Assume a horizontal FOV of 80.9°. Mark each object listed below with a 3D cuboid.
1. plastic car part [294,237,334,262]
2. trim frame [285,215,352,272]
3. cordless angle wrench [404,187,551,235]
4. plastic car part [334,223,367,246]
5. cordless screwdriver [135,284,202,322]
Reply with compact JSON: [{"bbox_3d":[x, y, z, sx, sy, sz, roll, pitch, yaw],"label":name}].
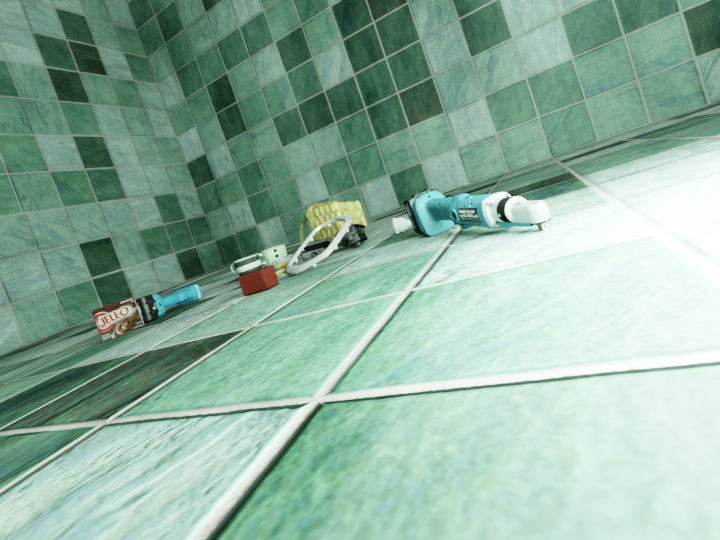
[{"bbox_3d":[-0.138,-0.050,1.270,0.114,0.067,0.071,-19,-9,-22],"label":"plastic car part"},{"bbox_3d":[-0.113,-0.074,1.152,0.191,0.026,0.249,-13,35,38],"label":"trim frame"},{"bbox_3d":[0.194,-0.108,0.773,0.074,0.096,0.433,-24,12,-9],"label":"cordless angle wrench"},{"bbox_3d":[-0.014,-0.104,1.256,0.067,0.067,0.200,-37,0,12],"label":"plastic car part"},{"bbox_3d":[-0.636,0.107,1.336,0.163,0.074,0.243,-17,4,22],"label":"cordless screwdriver"}]
